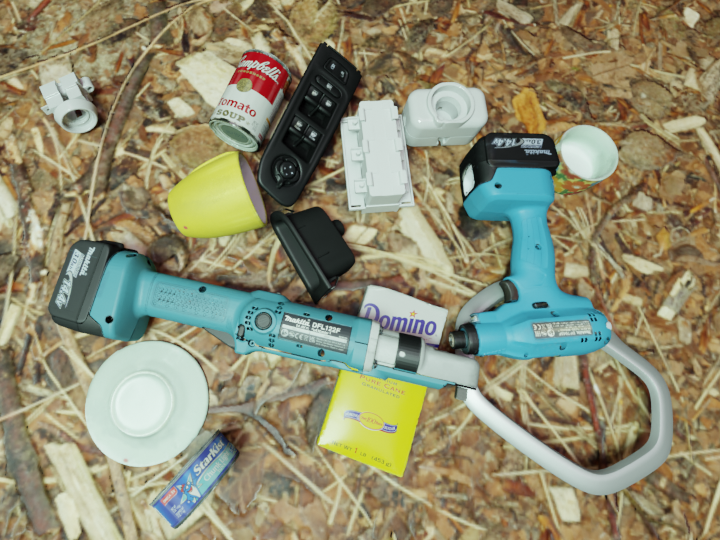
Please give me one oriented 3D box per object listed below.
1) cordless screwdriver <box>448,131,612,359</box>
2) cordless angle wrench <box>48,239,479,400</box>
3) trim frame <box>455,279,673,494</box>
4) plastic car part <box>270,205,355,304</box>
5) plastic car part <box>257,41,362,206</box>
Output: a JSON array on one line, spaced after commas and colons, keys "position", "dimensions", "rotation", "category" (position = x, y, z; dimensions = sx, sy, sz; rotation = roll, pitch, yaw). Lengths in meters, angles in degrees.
[{"position": [0.160, -0.029, 0.472], "dimensions": [0.158, 0.073, 0.254], "rotation": [-5, 72, -5], "category": "cordless screwdriver"}, {"position": [-0.096, 0.055, 0.430], "dimensions": [0.429, 0.073, 0.099], "rotation": [12, 77, 7], "category": "cordless angle wrench"}, {"position": [0.217, 0.117, 0.463], "dimensions": [0.254, 0.027, 0.184], "rotation": [33, 72, 12], "category": "trim frame"}, {"position": [-0.048, -0.031, 0.489], "dimensions": [0.069, 0.066, 0.119], "rotation": [-23, 76, -24], "category": "plastic car part"}, {"position": [-0.073, -0.172, 0.512], "dimensions": [0.063, 0.070, 0.204], "rotation": [33, 70, -35], "category": "plastic car part"}]
